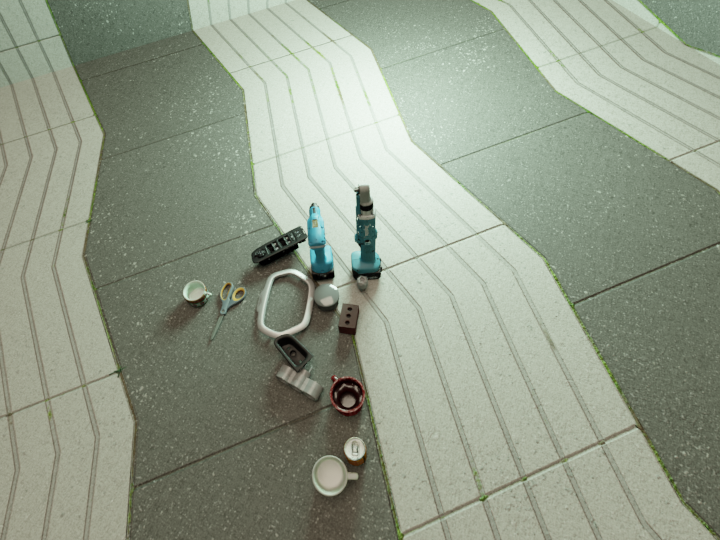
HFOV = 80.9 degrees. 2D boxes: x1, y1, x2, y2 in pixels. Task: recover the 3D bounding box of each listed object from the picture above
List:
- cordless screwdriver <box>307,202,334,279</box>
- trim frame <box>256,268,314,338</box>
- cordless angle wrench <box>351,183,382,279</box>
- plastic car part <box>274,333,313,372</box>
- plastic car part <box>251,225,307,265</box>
[{"bbox_3d":[-0.130,-0.085,1.327,0.074,0.240,0.164,-6,58,-2],"label":"cordless screwdriver"},{"bbox_3d":[-0.241,0.102,1.348,0.187,0.026,0.254,1,58,7],"label":"trim frame"},{"bbox_3d":[0.016,-0.105,1.223,0.098,0.408,0.077,-3,59,0],"label":"cordless angle wrench"},{"bbox_3d":[-0.195,0.240,1.230,0.065,0.068,0.122,-41,63,-19],"label":"plastic car part"},{"bbox_3d":[-0.278,-0.076,1.443,0.201,0.065,0.069,-26,60,-10],"label":"plastic car part"}]
